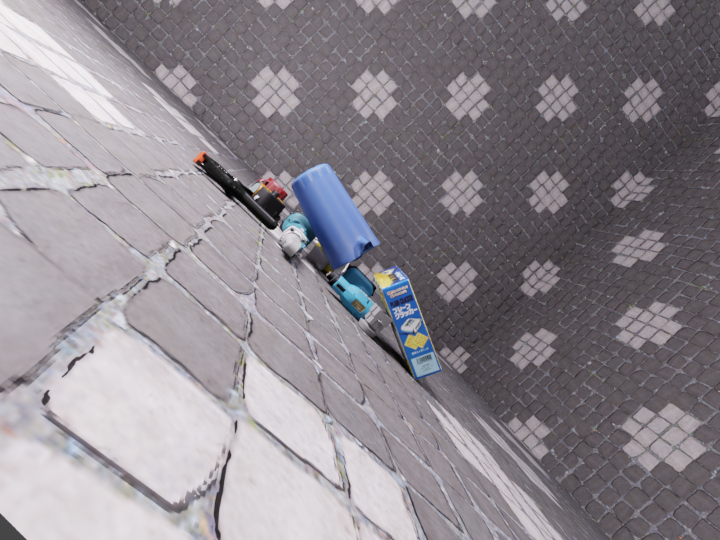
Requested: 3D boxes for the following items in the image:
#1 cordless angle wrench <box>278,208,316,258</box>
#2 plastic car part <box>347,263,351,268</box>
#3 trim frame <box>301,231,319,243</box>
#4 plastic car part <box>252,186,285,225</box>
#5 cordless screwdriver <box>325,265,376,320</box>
[{"bbox_3d":[-0.152,-0.082,0.996,0.096,0.074,0.429,45,4,-12],"label":"cordless angle wrench"},{"bbox_3d":[-0.073,-0.013,1.380,0.064,0.066,0.211,33,6,-26],"label":"plastic car part"},{"bbox_3d":[-0.130,-0.085,1.328,0.191,0.027,0.240,25,0,17],"label":"trim frame"},{"bbox_3d":[-0.249,-0.187,1.161,0.069,0.071,0.110,45,-1,33],"label":"plastic car part"},{"bbox_3d":[-0.023,0.042,1.030,0.157,0.074,0.252,44,5,-9],"label":"cordless screwdriver"}]
